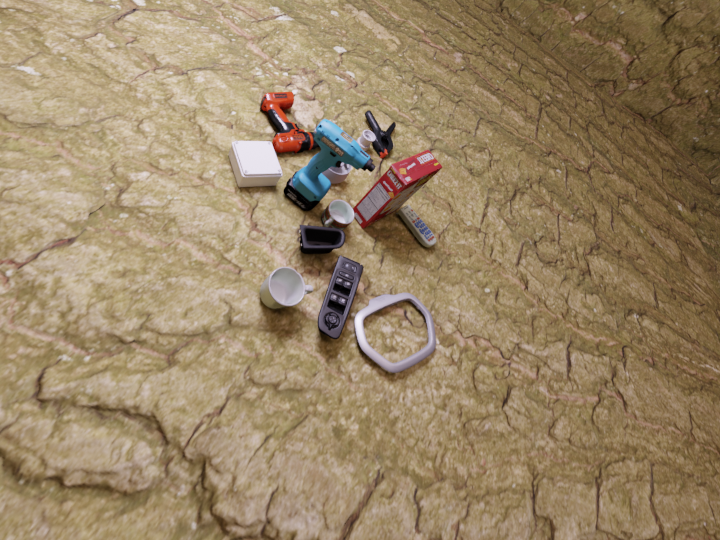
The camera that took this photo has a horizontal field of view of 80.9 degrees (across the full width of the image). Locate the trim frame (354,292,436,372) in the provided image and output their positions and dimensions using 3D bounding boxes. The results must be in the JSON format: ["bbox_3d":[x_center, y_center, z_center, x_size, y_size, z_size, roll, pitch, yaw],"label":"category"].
[{"bbox_3d":[0.089,0.143,1.032,0.240,0.028,0.189,-19,72,-35],"label":"trim frame"}]

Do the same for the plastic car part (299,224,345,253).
[{"bbox_3d":[-0.101,-0.066,1.031,0.112,0.071,0.068,3,62,-28],"label":"plastic car part"}]

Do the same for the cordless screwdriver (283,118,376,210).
[{"bbox_3d":[-0.080,-0.235,1.030,0.158,0.251,0.074,40,51,-6],"label":"cordless screwdriver"}]

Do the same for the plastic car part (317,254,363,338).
[{"bbox_3d":[-0.056,0.066,0.977,0.065,0.068,0.206,27,52,-14],"label":"plastic car part"}]
